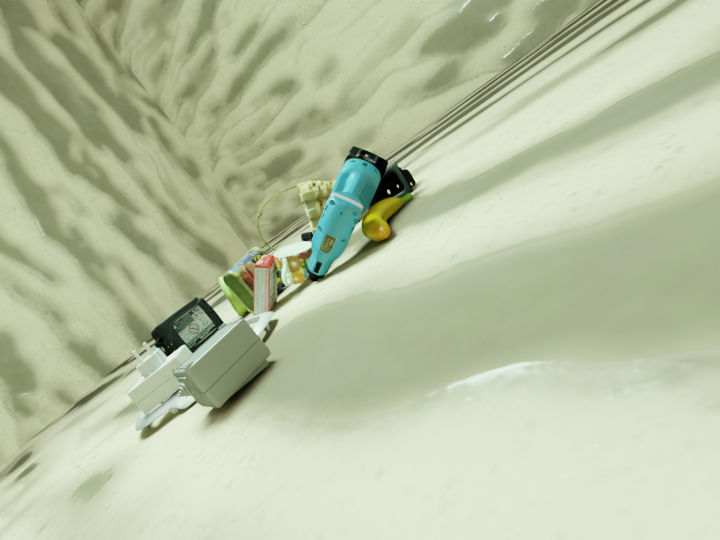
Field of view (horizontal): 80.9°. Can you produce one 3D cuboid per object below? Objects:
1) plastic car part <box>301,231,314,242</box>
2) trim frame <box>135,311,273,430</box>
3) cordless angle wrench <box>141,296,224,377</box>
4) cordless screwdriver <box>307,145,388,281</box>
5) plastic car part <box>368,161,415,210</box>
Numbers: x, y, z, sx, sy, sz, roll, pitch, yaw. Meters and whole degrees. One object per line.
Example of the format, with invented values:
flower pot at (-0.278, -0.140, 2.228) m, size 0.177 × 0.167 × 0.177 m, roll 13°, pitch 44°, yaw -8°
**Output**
plastic car part at (-0.082, -0.053, 0.836) m, size 0.066 × 0.065 × 0.208 m, roll -30°, pitch 10°, yaw -14°
trim frame at (-0.225, 0.142, 0.622) m, size 0.247 × 0.027 × 0.188 m, roll -37°, pitch 11°, yaw -6°
cordless angle wrench at (-0.370, 0.165, 0.804) m, size 0.096 × 0.074 × 0.431 m, roll -43°, pitch 6°, yaw -41°
cordless screwdriver at (-0.028, -0.101, 0.715) m, size 0.251 × 0.074 × 0.158 m, roll -71°, pitch 6°, yaw -53°
plastic car part at (0.066, -0.171, 0.872) m, size 0.069 × 0.066 × 0.119 m, roll -26°, pitch -3°, yaw -42°
